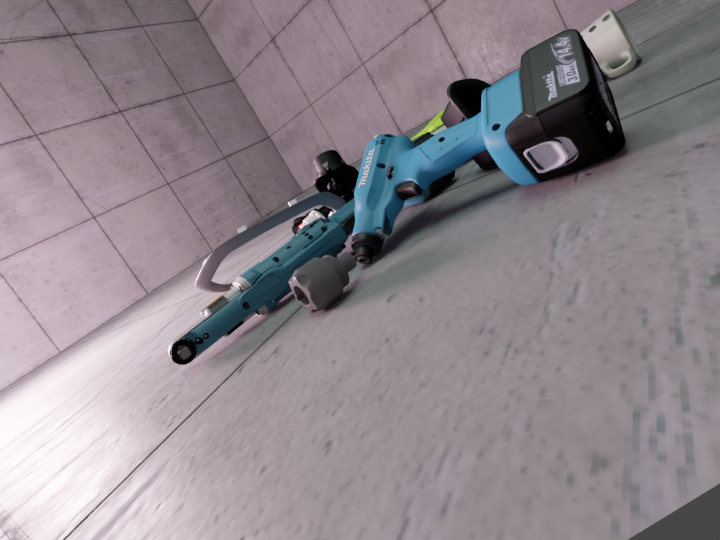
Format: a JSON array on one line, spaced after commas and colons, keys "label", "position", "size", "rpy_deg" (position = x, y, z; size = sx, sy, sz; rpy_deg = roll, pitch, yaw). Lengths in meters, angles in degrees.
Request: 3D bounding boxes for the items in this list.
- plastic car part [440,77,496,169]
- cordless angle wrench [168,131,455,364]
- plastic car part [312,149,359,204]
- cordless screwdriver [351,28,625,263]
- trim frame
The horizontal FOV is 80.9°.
[{"label": "plastic car part", "position": [0.145, -0.170, 0.513], "size": [0.065, 0.119, 0.070], "rpy_deg": [-35, -12, -20]}, {"label": "cordless angle wrench", "position": [-0.051, -0.033, 0.521], "size": [0.417, 0.073, 0.101], "rpy_deg": [-40, 15, -23]}, {"label": "plastic car part", "position": [-0.024, -0.134, 0.656], "size": [0.067, 0.068, 0.197], "rpy_deg": [-22, -9, 11]}, {"label": "cordless screwdriver", "position": [0.090, -0.096, 0.396], "size": [0.258, 0.070, 0.161], "rpy_deg": [-14, 52, 44]}, {"label": "trim frame", "position": [-0.125, -0.039, 0.611], "size": [0.245, 0.028, 0.181], "rpy_deg": [-33, -13, -15]}]
